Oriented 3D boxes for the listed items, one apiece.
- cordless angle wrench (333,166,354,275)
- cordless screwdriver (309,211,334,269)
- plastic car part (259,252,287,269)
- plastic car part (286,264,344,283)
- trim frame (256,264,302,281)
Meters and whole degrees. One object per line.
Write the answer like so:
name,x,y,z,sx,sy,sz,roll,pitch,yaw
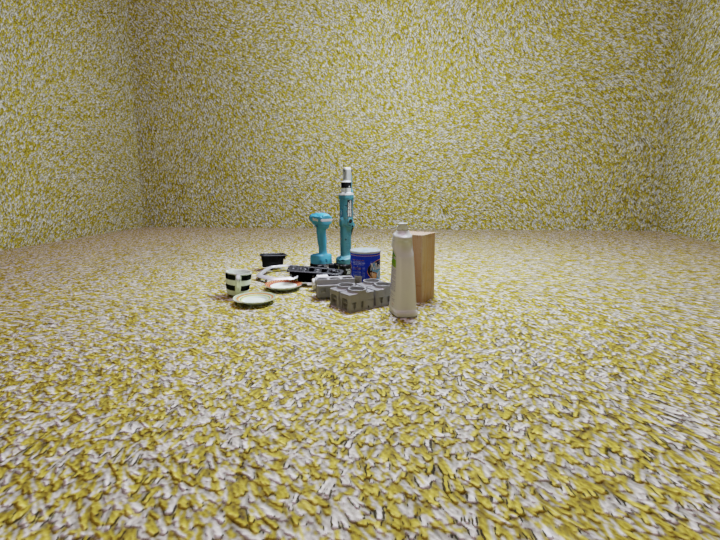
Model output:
cordless angle wrench,-0.054,-0.195,1.672,0.094,0.419,0.078,-7,10,-37
cordless screwdriver,-0.165,-0.108,1.687,0.072,0.246,0.166,-5,10,-27
plastic car part,-0.376,-0.039,1.803,0.113,0.070,0.069,-6,11,-25
plastic car part,-0.161,0.019,1.518,0.204,0.066,0.066,0,10,4
trim frame,-0.306,0.011,1.666,0.187,0.027,0.248,0,12,7
